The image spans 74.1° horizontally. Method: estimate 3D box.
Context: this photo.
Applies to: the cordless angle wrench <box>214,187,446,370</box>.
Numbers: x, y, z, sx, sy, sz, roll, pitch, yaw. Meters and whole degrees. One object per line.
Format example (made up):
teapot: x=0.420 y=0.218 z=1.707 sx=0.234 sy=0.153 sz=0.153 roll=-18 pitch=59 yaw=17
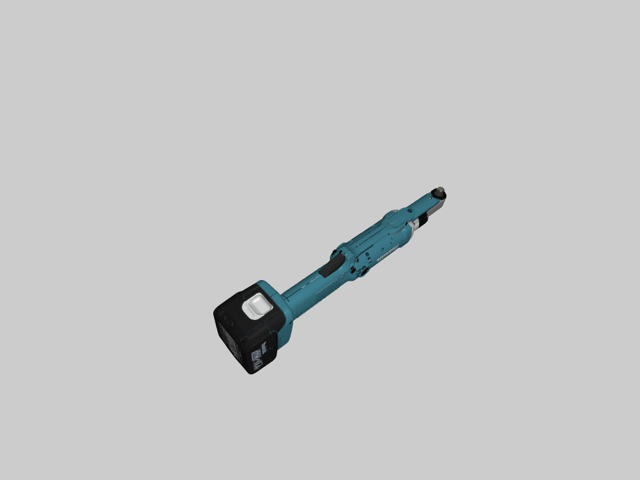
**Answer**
cordless angle wrench: x=0.046 y=0.029 z=0.624 sx=0.422 sy=0.074 sz=0.098 roll=-33 pitch=-29 yaw=-27
